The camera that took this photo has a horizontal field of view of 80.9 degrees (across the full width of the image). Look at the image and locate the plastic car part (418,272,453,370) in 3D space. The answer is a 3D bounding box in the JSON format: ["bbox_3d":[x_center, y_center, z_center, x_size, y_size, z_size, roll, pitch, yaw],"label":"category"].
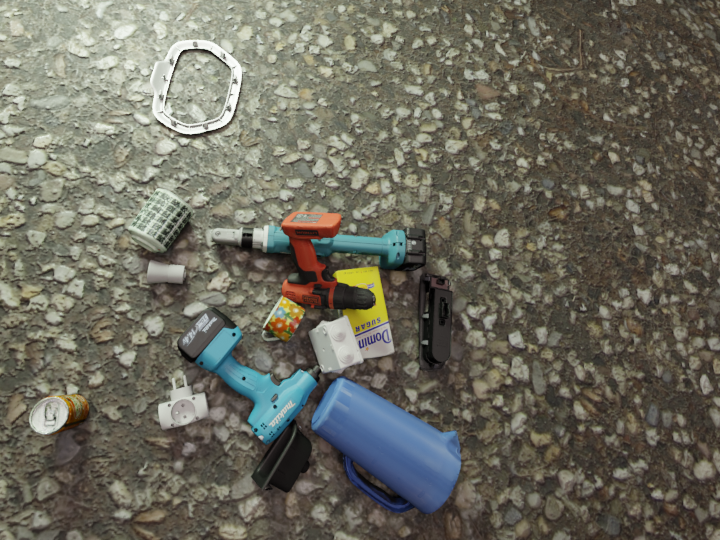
[{"bbox_3d":[0.160,0.104,0.865,0.064,0.068,0.205,13,73,-18],"label":"plastic car part"}]

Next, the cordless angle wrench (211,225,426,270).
[{"bbox_3d":[-0.083,-0.054,0.847,0.417,0.098,0.075,4,77,-8],"label":"cordless angle wrench"}]

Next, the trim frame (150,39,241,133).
[{"bbox_3d":[-0.362,-0.410,0.932,0.181,0.027,0.252,10,73,-8],"label":"trim frame"}]

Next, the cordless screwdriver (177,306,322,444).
[{"bbox_3d":[-0.197,0.165,0.760,0.248,0.075,0.158,45,69,-1],"label":"cordless screwdriver"}]

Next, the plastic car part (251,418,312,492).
[{"bbox_3d":[-0.124,0.331,0.734,0.069,0.068,0.116,45,65,-15],"label":"plastic car part"}]
